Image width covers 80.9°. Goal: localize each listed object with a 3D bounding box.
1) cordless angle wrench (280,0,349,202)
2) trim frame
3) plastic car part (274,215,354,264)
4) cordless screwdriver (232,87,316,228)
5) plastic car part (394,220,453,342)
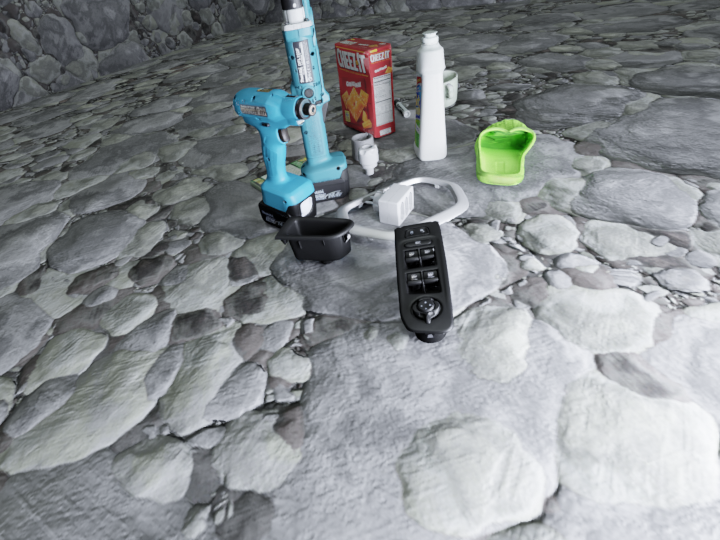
[{"bbox_3d":[-0.092,-0.323,0.756,0.098,0.407,0.077,-9,36,-2],"label":"cordless angle wrench"},{"bbox_3d":[0.075,-0.115,0.762,0.244,0.026,0.195,-27,40,-19],"label":"trim frame"},{"bbox_3d":[-0.066,-0.043,0.671,0.121,0.068,0.066,6,40,20],"label":"plastic car part"},{"bbox_3d":[-0.125,-0.185,0.726,0.168,0.239,0.073,20,45,33],"label":"cordless screwdriver"},{"bbox_3d":[0.082,0.016,0.563,0.067,0.064,0.208,-4,38,7],"label":"plastic car part"}]
